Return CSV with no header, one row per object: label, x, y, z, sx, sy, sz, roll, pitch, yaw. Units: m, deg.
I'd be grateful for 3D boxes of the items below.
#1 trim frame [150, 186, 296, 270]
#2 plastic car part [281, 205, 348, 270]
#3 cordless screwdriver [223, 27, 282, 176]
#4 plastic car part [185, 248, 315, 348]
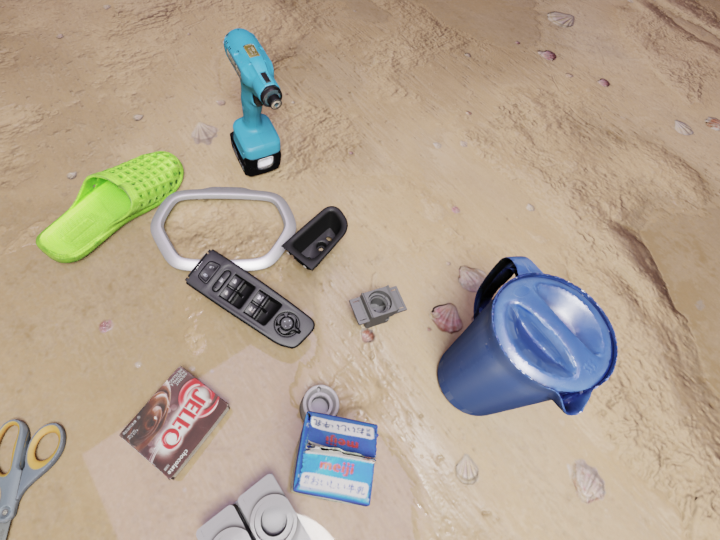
trim frame,-0.236,-0.078,0.737,0.246,0.027,0.190,-2,61,-7
plastic car part,-0.069,-0.045,0.709,0.068,0.070,0.115,38,63,12
cordless screwdriver,-0.173,-0.256,0.719,0.073,0.244,0.165,-21,67,-20
plastic car part,-0.166,0.053,0.646,0.208,0.066,0.066,30,62,11
